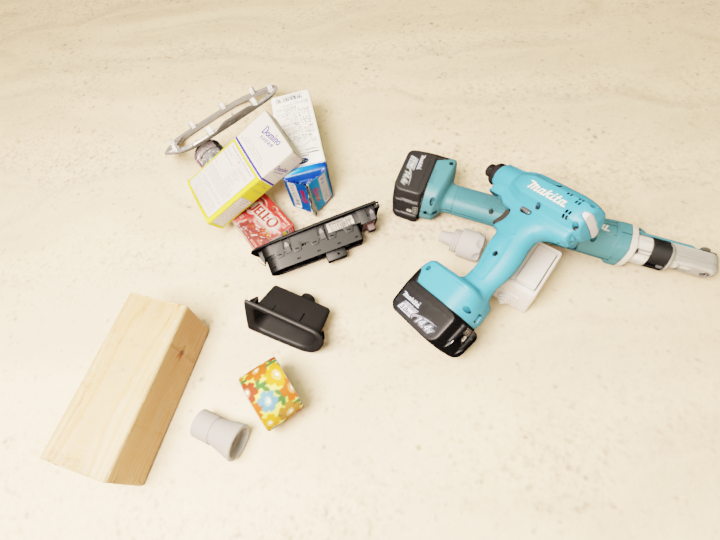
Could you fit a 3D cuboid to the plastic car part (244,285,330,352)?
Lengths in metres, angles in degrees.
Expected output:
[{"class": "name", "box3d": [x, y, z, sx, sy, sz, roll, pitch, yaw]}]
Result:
[{"class": "plastic car part", "box3d": [-0.093, 0.060, 0.586, 0.120, 0.064, 0.071, 17, 49, 13]}]

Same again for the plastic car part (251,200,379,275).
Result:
[{"class": "plastic car part", "box3d": [-0.063, -0.041, 0.641, 0.202, 0.066, 0.068, -17, 85, -4]}]

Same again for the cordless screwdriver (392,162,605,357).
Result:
[{"class": "cordless screwdriver", "box3d": [0.147, -0.023, 0.535, 0.249, 0.070, 0.168, -46, 45, 7]}]

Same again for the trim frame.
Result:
[{"class": "trim frame", "box3d": [-0.261, -0.287, 0.790, 0.246, 0.026, 0.195, -39, 36, -17]}]

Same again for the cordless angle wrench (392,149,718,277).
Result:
[{"class": "cordless angle wrench", "box3d": [0.259, -0.070, 0.603, 0.436, 0.072, 0.098, 19, 64, 16]}]
